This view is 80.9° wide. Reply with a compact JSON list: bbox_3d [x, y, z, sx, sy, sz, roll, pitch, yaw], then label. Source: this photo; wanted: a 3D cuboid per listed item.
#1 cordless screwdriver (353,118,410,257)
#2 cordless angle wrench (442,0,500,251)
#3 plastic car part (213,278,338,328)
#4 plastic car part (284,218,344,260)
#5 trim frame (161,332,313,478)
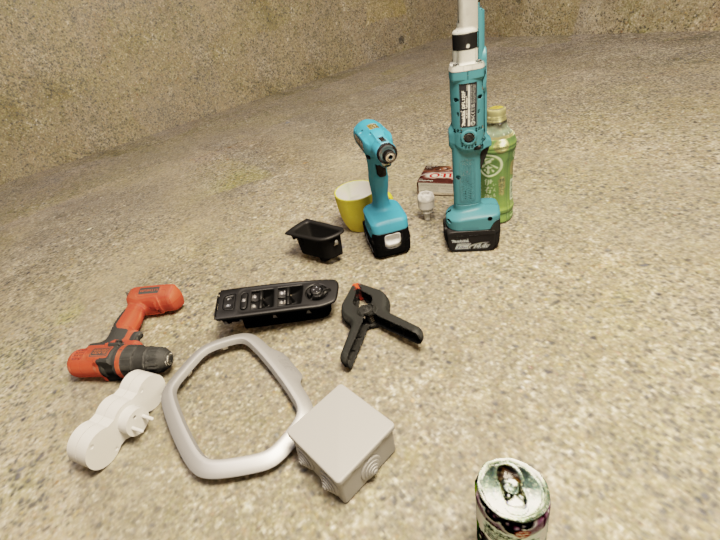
[{"bbox_3d":[0.042,-0.135,0.759,0.074,0.239,0.166,-14,33,-5],"label":"cordless screwdriver"},{"bbox_3d":[0.178,-0.225,0.692,0.100,0.407,0.075,-2,33,14],"label":"cordless angle wrench"},{"bbox_3d":[-0.132,0.060,0.694,0.204,0.064,0.068,-11,33,4],"label":"plastic car part"},{"bbox_3d":[-0.082,-0.053,0.836,0.123,0.068,0.065,19,44,38],"label":"plastic car part"},{"bbox_3d":[-0.171,0.172,0.580,0.180,0.026,0.263,-31,38,-24],"label":"trim frame"}]
